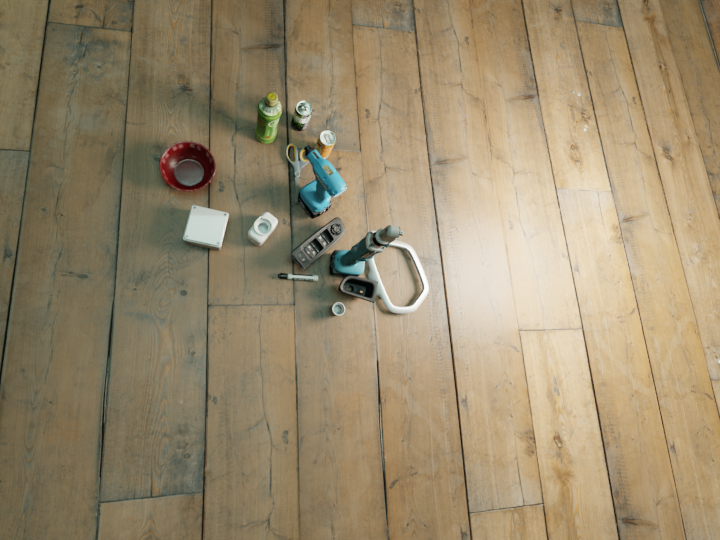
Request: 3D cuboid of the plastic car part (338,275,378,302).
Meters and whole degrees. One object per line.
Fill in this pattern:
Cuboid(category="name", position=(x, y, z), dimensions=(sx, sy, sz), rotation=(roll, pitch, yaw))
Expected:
Cuboid(category="plastic car part", position=(-0.015, 0.055, 1.282), dimensions=(0.114, 0.071, 0.067), rotation=(15, 74, -10))

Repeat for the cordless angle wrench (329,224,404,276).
Cuboid(category="cordless angle wrench", position=(0.009, -0.052, 1.128), dimensions=(0.096, 0.427, 0.075), rotation=(10, 77, -15))

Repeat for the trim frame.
Cuboid(category="trim frame", position=(0.115, 0.016, 1.344), dimensions=(0.180, 0.028, 0.252), rotation=(-19, 81, -16))

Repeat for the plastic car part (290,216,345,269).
Cuboid(category="plastic car part", position=(-0.127, -0.083, 1.295), dimensions=(0.201, 0.068, 0.066), rotation=(-42, 91, -19))

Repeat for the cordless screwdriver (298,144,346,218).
Cuboid(category="cordless screwdriver", position=(-0.131, -0.255, 1.241), dimensions=(0.073, 0.251, 0.160), rotation=(-35, 90, -20))
